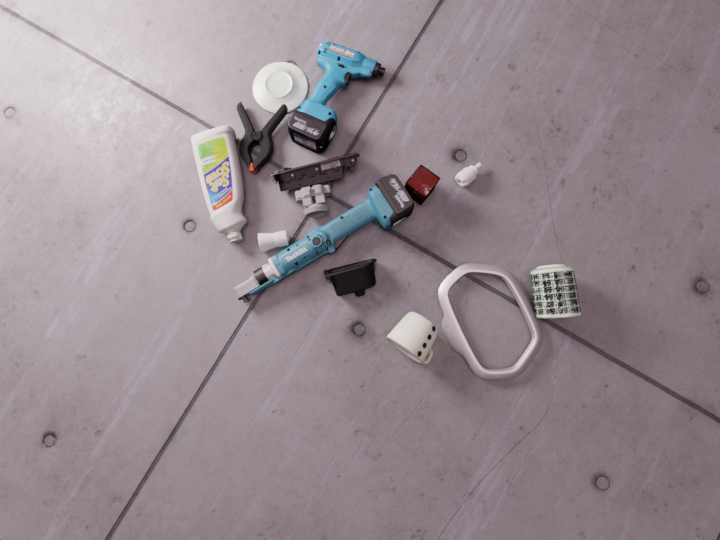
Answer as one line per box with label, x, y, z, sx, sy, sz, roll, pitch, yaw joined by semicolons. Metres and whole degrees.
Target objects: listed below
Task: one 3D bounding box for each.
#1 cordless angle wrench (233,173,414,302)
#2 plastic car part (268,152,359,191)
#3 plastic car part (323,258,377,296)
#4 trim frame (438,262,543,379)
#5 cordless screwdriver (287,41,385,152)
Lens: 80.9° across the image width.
cordless angle wrench;-0.089;-0.058;0.906;0.423;0.073;0.099;-31;83;2
plastic car part;-0.101;-0.214;0.936;0.203;0.068;0.065;-9;109;1
plastic car part;-0.015;0.021;0.897;0.116;0.067;0.070;-11;98;-2
trim frame;0.264;0.102;0.877;0.184;0.027;0.251;-24;83;-1
cordless screwdriver;-0.055;-0.386;0.948;0.161;0.073;0.249;21;80;6
